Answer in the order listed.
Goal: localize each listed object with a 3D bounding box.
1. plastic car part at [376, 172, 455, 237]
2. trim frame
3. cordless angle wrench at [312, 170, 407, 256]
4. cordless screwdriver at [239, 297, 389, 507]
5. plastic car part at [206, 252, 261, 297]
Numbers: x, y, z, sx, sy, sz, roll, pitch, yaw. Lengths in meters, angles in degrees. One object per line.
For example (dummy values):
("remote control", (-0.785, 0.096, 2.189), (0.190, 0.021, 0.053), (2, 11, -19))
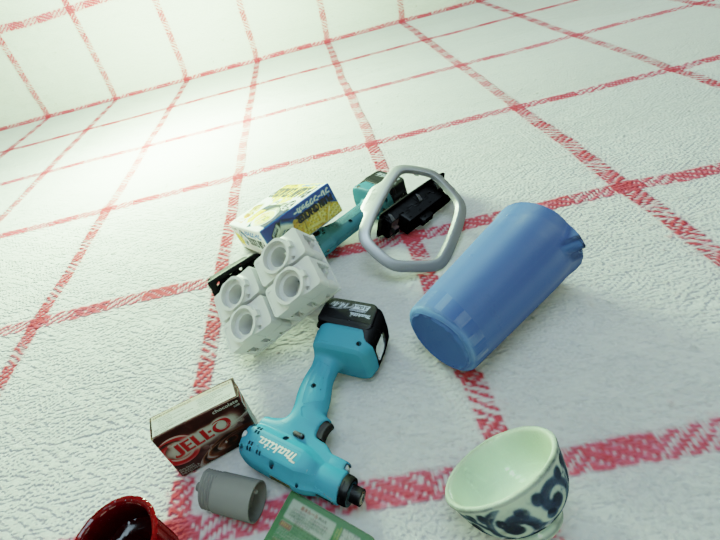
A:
("plastic car part", (0.119, -0.128, 0.836), (0.071, 0.064, 0.200), (31, 58, 30))
("trim frame", (0.094, -0.099, 0.772), (0.186, 0.027, 0.249), (24, 62, 5))
("cordless angle wrench", (-0.079, -0.052, 0.811), (0.417, 0.071, 0.104), (-39, 44, -22))
("cordless screwdriver", (-0.028, 0.158, 0.546), (0.167, 0.071, 0.249), (10, 50, 28))
("plastic car part", (-0.240, 0.013, 0.802), (0.075, 0.063, 0.115), (8, 40, 46))
